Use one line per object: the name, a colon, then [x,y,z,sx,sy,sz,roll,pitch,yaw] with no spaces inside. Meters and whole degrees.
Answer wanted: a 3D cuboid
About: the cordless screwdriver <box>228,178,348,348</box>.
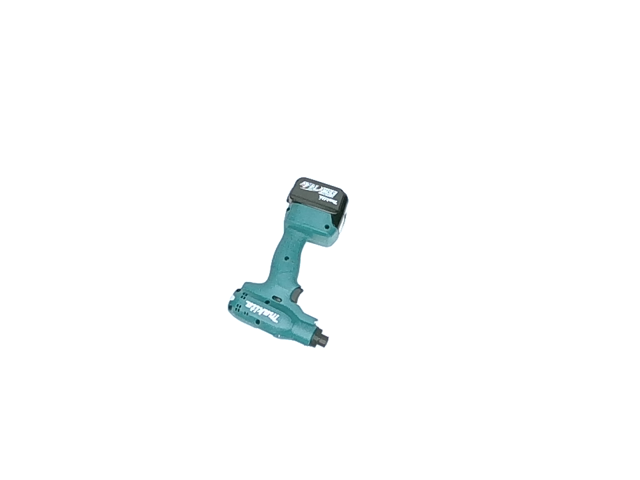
cordless screwdriver: [-0.021,0.036,0.668,0.159,0.248,0.074,23,-15,8]
